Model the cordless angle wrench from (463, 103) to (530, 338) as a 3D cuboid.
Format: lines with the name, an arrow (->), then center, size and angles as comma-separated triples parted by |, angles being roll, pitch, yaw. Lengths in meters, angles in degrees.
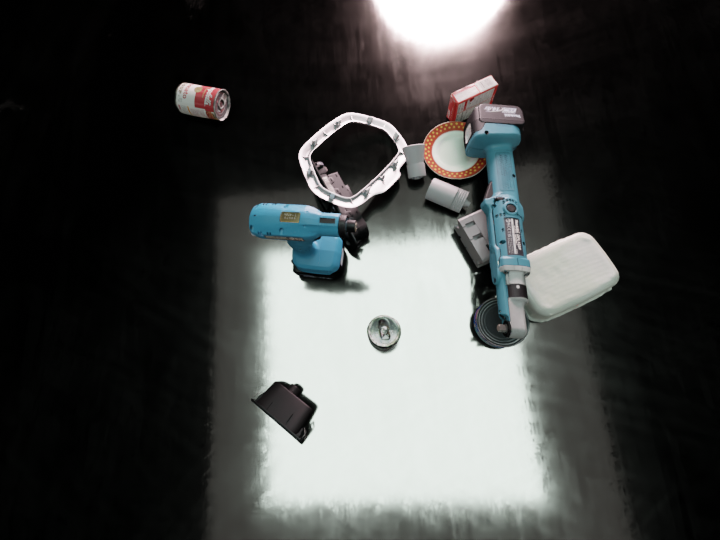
cordless angle wrench -> 0.244, -0.096, 0.722 | 0.098, 0.073, 0.432 | 3, 66, -2

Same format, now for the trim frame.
trim frame -> -0.008, -0.225, 0.836 | 0.187, 0.027, 0.246 | 40, 63, 8

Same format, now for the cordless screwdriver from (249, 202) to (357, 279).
cordless screwdriver -> -0.070, -0.046, 0.714 | 0.163, 0.240, 0.075 | 5, 76, 12

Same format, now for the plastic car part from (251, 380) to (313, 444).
plastic car part -> -0.129, 0.237, 0.741 | 0.121, 0.064, 0.070 | 36, 66, 19

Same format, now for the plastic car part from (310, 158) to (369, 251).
plastic car part -> -0.042, -0.128, 0.836 | 0.065, 0.066, 0.209 | -15, 69, -25
